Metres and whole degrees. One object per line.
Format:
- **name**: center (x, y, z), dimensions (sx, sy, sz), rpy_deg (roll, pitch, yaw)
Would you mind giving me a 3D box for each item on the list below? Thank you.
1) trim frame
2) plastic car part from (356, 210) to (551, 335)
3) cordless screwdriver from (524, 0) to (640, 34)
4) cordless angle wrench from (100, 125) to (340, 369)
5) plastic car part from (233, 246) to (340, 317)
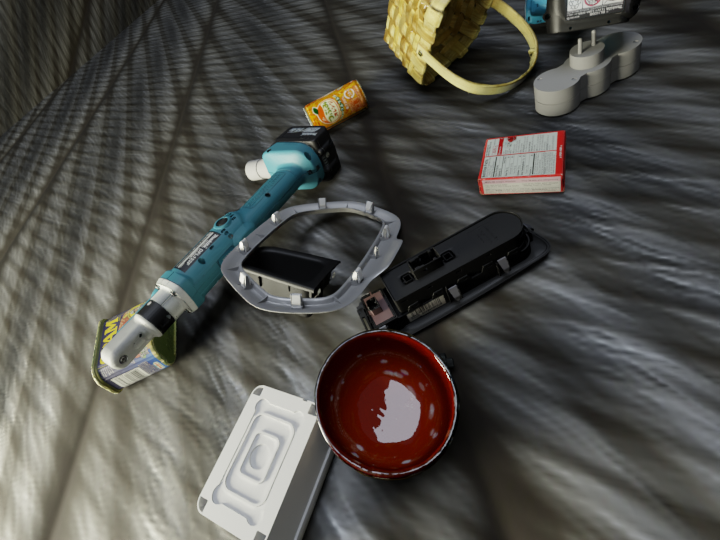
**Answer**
- **trim frame**: center (-0.048, -0.031, 0.489), dimensions (0.191, 0.027, 0.247), rpy_deg (11, 34, 20)
- **plastic car part**: center (0.087, -0.002, 0.430), dimensions (0.203, 0.064, 0.069), rpy_deg (-27, 38, 2)
- **cordless screwdriver**: center (0.316, -0.370, 0.565), dimensions (0.164, 0.072, 0.249), rpy_deg (0, 29, 18)
- **cordless angle wrench**: center (-0.174, -0.047, 0.569), dimensions (0.103, 0.071, 0.422), rpy_deg (12, 54, 35)
- **plastic car part**: center (-0.089, 0.018, 0.498), dimensions (0.121, 0.069, 0.065), rpy_deg (11, 31, 24)
